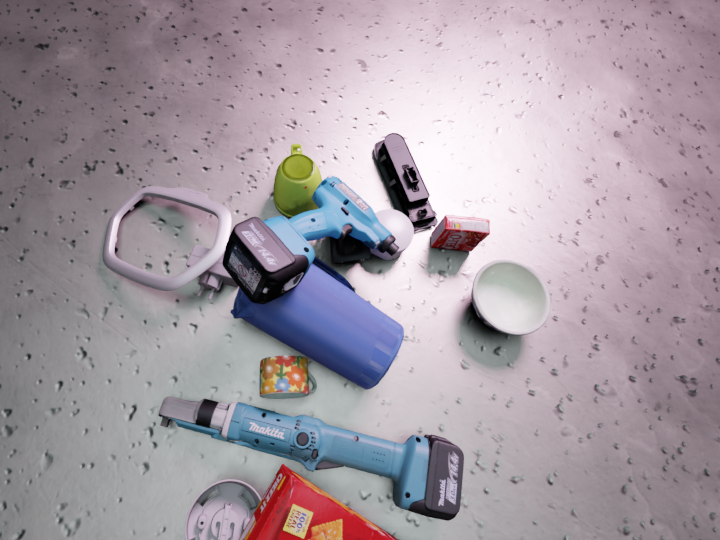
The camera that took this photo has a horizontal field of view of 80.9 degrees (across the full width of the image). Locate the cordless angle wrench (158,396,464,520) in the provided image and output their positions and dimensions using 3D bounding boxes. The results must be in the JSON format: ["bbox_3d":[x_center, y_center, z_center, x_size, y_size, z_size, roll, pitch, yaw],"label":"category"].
[{"bbox_3d":[-0.079,0.239,0.593,0.427,0.073,0.099,12,67,5],"label":"cordless angle wrench"}]

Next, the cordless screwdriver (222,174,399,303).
[{"bbox_3d":[-0.058,-0.038,0.595,0.163,0.074,0.243,42,46,11],"label":"cordless screwdriver"}]

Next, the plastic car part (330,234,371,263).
[{"bbox_3d":[-0.017,-0.069,0.722,0.067,0.069,0.118,-8,79,9],"label":"plastic car part"}]

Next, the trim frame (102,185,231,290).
[{"bbox_3d":[-0.323,-0.062,0.698,0.259,0.026,0.185,15,70,24],"label":"trim frame"}]

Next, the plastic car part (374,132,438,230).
[{"bbox_3d":[0.079,-0.174,0.780,0.066,0.065,0.210,-18,67,-5],"label":"plastic car part"}]
